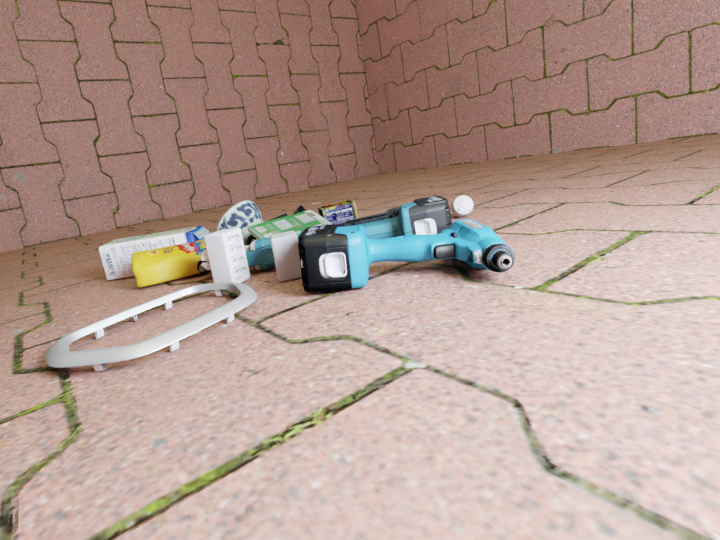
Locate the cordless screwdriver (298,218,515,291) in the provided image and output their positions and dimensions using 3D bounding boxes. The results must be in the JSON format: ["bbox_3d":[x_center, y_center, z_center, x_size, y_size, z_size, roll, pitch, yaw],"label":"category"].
[{"bbox_3d":[0.049,-0.020,0.526,0.250,0.073,0.161,-5,14,1],"label":"cordless screwdriver"}]

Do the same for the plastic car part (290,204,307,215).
[{"bbox_3d":[-0.157,-0.123,1.077,0.067,0.065,0.205,-34,13,8],"label":"plastic car part"}]

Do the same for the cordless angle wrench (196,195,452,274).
[{"bbox_3d":[-0.069,-0.045,0.704,0.427,0.073,0.098,-10,13,7],"label":"cordless angle wrench"}]

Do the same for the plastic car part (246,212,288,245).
[{"bbox_3d":[-0.206,-0.073,0.927,0.073,0.065,0.113,-18,8,41],"label":"plastic car part"}]

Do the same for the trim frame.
[{"bbox_3d":[-0.236,0.058,0.505,0.193,0.027,0.242,2,20,34],"label":"trim frame"}]
